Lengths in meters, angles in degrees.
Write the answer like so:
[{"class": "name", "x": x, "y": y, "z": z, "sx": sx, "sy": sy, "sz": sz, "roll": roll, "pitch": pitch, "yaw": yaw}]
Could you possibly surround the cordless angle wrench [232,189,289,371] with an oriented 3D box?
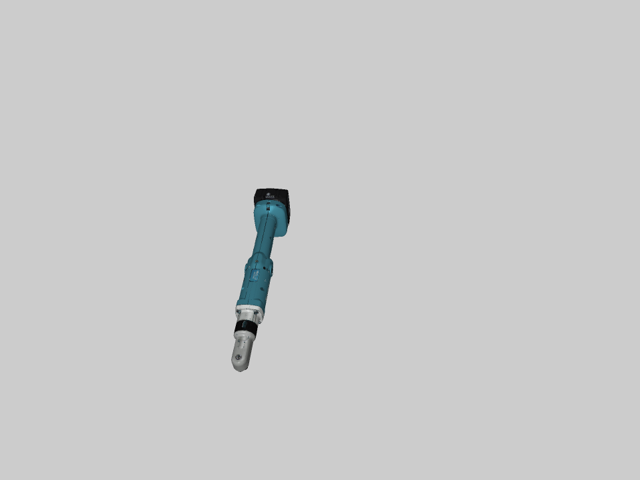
[{"class": "cordless angle wrench", "x": -0.123, "y": 0.061, "z": 0.854, "sx": 0.074, "sy": 0.421, "sz": 0.098, "roll": 2, "pitch": -43, "yaw": 4}]
